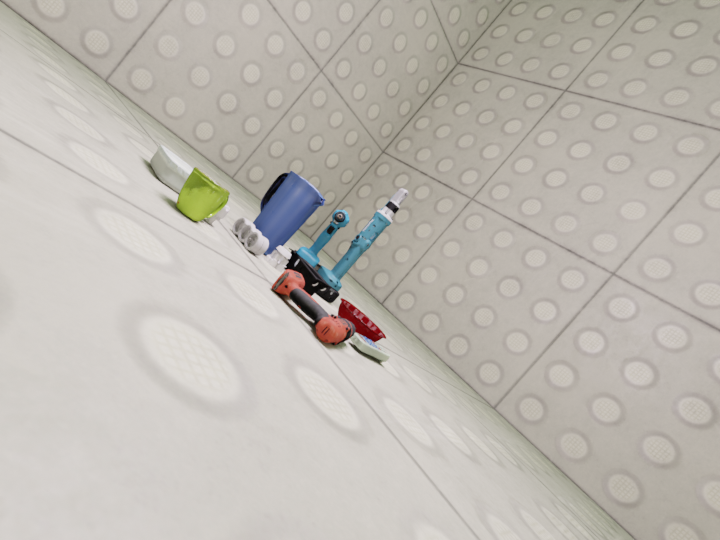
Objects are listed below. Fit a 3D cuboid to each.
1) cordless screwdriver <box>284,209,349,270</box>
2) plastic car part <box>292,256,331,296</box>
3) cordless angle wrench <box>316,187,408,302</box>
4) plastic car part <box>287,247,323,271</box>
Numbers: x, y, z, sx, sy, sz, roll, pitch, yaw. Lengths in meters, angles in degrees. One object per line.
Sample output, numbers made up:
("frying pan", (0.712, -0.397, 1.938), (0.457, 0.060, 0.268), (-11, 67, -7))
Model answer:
("cordless screwdriver", (-0.123, -0.081, 1.263), (0.074, 0.249, 0.159), (40, 2, -2))
("plastic car part", (-0.144, 0.024, 1.110), (0.123, 0.071, 0.062), (42, 3, 42))
("cordless angle wrench", (0.005, -0.088, 1.320), (0.070, 0.423, 0.103), (39, 3, -35))
("plastic car part", (-0.183, -0.018, 1.431), (0.070, 0.067, 0.191), (42, 2, 41))
